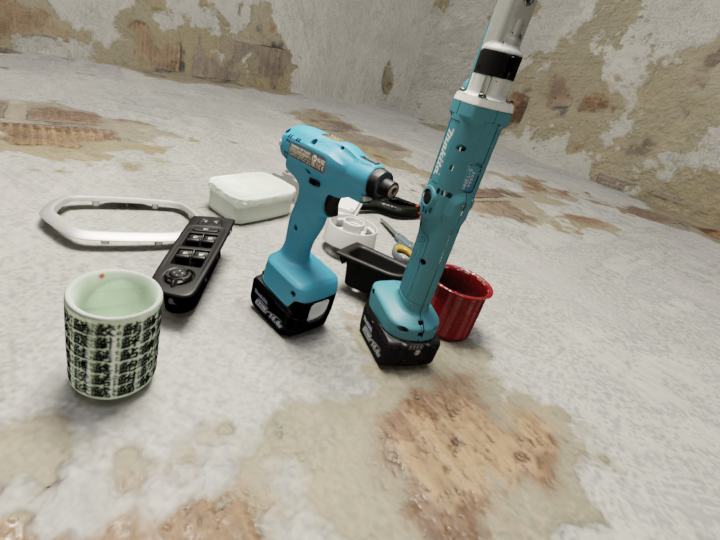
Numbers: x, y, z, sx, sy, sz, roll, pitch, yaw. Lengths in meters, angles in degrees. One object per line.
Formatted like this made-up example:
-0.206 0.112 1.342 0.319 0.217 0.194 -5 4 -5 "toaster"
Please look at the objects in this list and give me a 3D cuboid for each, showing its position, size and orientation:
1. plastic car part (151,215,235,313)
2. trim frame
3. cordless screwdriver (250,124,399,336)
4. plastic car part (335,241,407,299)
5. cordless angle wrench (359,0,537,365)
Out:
-0.228 -0.010 0.577 0.065 0.066 0.208 11 27 -9 "plastic car part"
-0.380 -0.087 0.696 0.238 0.027 0.195 -4 32 -30 "trim frame"
-0.049 -0.032 0.504 0.071 0.245 0.168 -12 38 -45 "cordless screwdriver"
0.021 0.012 0.645 0.122 0.070 0.064 28 29 25 "plastic car part"
0.095 -0.079 0.470 0.072 0.417 0.103 5 28 -23 "cordless angle wrench"
